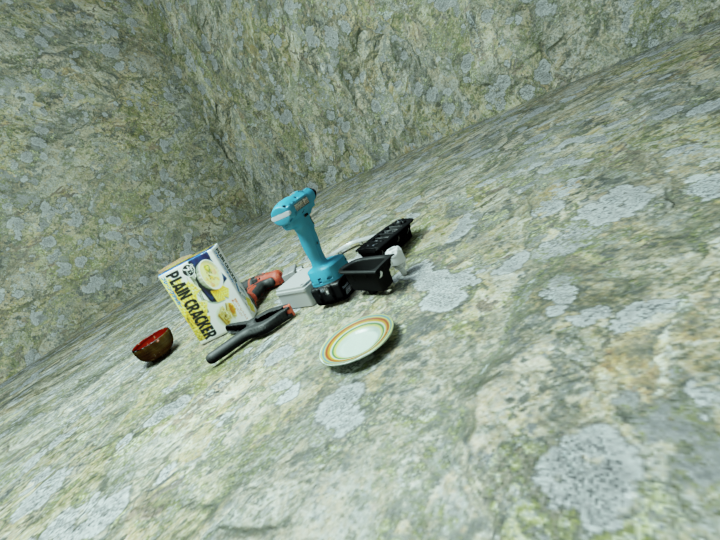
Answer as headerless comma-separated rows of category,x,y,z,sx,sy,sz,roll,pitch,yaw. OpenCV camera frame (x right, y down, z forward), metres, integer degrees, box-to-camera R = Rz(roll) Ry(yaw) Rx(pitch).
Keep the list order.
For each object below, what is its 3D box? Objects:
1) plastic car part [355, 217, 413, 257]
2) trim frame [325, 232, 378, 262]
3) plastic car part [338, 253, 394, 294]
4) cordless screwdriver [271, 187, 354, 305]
plastic car part,0.073,-0.071,1.006,0.069,0.065,0.200,-14,22,41
trim frame,-0.020,-0.046,1.140,0.259,0.027,0.181,-9,26,47
plastic car part,0.018,0.014,0.845,0.121,0.069,0.065,-9,24,49
cordless screwdriver,-0.090,-0.059,0.923,0.077,0.243,0.158,-20,16,30
